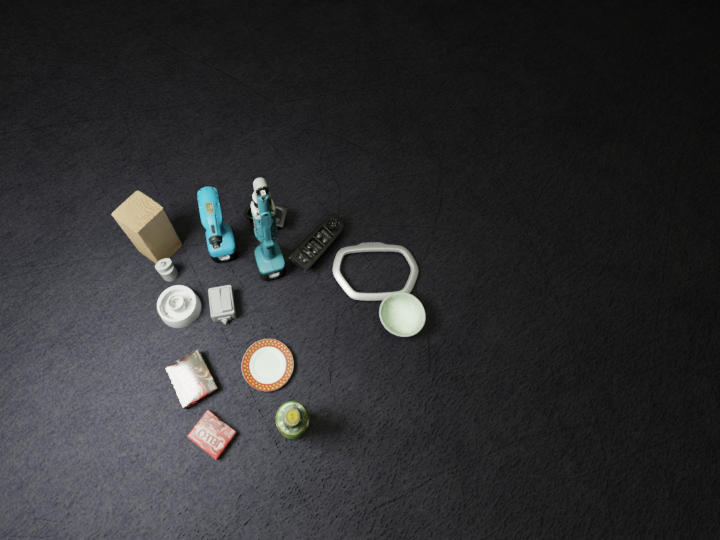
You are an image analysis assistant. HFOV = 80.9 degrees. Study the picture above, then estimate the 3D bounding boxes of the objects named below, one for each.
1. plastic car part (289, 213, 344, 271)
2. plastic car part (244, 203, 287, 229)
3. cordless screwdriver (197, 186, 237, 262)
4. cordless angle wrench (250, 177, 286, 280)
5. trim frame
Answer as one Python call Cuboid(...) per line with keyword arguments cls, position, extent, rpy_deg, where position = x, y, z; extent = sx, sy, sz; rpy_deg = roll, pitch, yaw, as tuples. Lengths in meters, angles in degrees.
Cuboid(cls="plastic car part", position=(-0.118, -0.077, 1.208), extent=(0.068, 0.066, 0.202), rpy_deg=(35, 67, 10))
Cuboid(cls="plastic car part", position=(-0.276, -0.153, 1.232), extent=(0.117, 0.070, 0.067), rpy_deg=(11, 65, 0))
Cuboid(cls="cordless screwdriver", position=(-0.369, -0.088, 1.098), extent=(0.073, 0.245, 0.164), rpy_deg=(-12, 68, -13))
Cuboid(cls="cordless angle wrench", position=(-0.227, -0.095, 1.016), extent=(0.073, 0.416, 0.101), rpy_deg=(-15, 70, -15))
Cuboid(cls="trim frame", position=(0.044, -0.002, 1.203), extent=(0.246, 0.027, 0.189), rpy_deg=(-4, 65, -5))
